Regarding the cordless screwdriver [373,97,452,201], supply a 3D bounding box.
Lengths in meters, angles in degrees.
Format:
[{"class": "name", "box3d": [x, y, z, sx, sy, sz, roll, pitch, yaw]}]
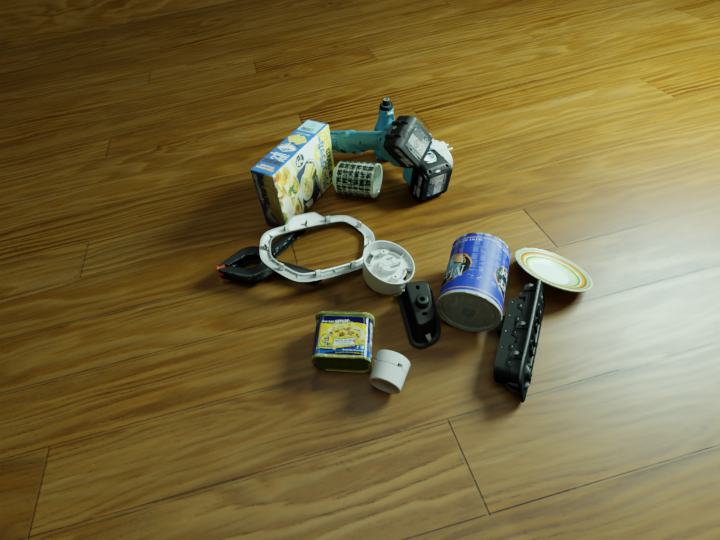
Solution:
[{"class": "cordless screwdriver", "box3d": [0.109, -0.284, 0.983, 0.073, 0.154, 0.262, -21, 50, -17]}]

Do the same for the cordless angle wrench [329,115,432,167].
[{"class": "cordless angle wrench", "box3d": [-0.027, -0.304, 1.001, 0.447, 0.092, 0.074, 20, 80, 48]}]

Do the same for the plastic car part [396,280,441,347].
[{"class": "plastic car part", "box3d": [0.104, 0.064, 0.726, 0.066, 0.068, 0.121, -8, 44, 1]}]

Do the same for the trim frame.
[{"class": "trim frame", "box3d": [-0.085, -0.055, 0.866, 0.243, 0.027, 0.194, -16, 47, -19]}]

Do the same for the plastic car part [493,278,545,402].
[{"class": "plastic car part", "box3d": [0.251, 0.104, 0.670, 0.070, 0.063, 0.204, 4, 48, 24]}]
